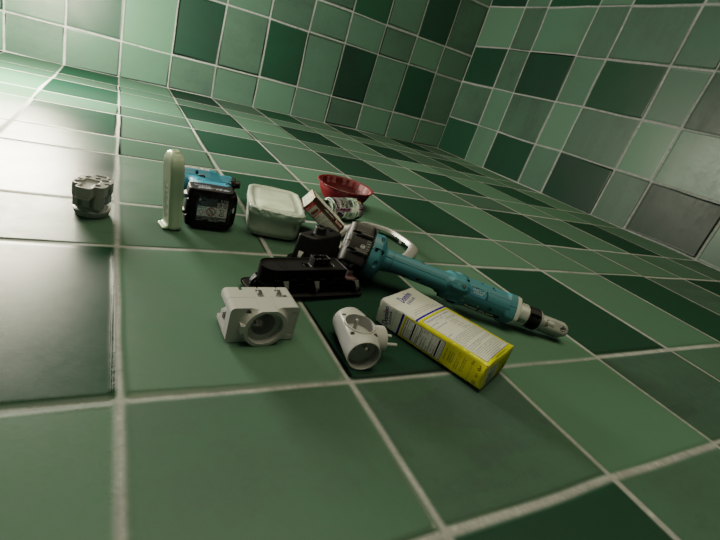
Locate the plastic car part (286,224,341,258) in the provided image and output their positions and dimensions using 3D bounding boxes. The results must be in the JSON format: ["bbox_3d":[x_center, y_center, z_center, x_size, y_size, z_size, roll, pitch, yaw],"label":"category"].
[{"bbox_3d":[-0.076,-0.050,0.781,0.069,0.070,0.112,29,23,28],"label":"plastic car part"}]

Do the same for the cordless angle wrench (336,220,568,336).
[{"bbox_3d":[0.165,0.030,0.746,0.423,0.075,0.097,22,-13,0],"label":"cordless angle wrench"}]

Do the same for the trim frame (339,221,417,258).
[{"bbox_3d":[0.027,-0.061,0.928,0.190,0.027,0.243,24,26,16],"label":"trim frame"}]

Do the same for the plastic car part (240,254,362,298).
[{"bbox_3d":[-0.084,0.009,0.662,0.194,0.066,0.070,-5,38,-34],"label":"plastic car part"}]

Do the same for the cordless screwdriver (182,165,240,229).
[{"bbox_3d":[-0.306,-0.162,0.883,0.152,0.073,0.262,3,23,-30],"label":"cordless screwdriver"}]
